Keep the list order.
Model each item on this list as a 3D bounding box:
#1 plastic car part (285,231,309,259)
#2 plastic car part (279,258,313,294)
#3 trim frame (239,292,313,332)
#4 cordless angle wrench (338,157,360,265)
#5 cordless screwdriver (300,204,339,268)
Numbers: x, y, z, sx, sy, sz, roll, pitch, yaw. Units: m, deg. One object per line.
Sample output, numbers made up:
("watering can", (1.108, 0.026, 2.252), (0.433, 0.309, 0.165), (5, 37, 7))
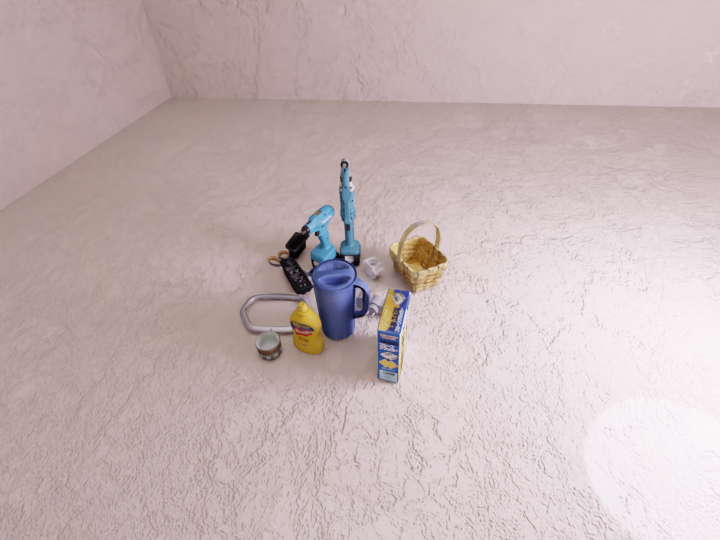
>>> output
("plastic car part", (-0.246, -0.087, 1.630), (0.068, 0.068, 0.116), (12, 44, 18))
("plastic car part", (-0.230, 0.025, 1.502), (0.065, 0.065, 0.214), (-20, 43, -17))
("trim frame", (-0.281, 0.136, 1.410), (0.251, 0.026, 0.189), (-2, 41, 5))
("cordless angle wrench", (-0.044, -0.199, 1.471), (0.075, 0.408, 0.100), (2, 40, 5))
("cordless screwdriver", (-0.146, -0.096, 1.495), (0.078, 0.240, 0.157), (22, 46, 26))
